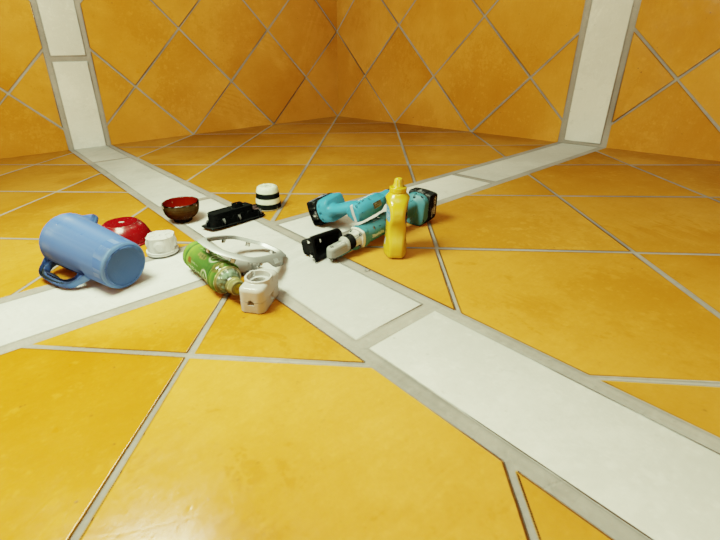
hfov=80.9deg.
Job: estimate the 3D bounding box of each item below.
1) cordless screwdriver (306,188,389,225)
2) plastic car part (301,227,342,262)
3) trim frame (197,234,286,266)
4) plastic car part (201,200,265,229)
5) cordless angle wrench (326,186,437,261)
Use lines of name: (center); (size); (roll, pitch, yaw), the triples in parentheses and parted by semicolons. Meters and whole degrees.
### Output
cordless screwdriver: (-0.029, -0.187, 1.195); (0.155, 0.072, 0.261); (-33, 24, -32)
plastic car part: (-0.105, -0.069, 1.077); (0.074, 0.065, 0.113); (1, 19, 37)
trim frame: (-0.269, -0.047, 0.983); (0.188, 0.027, 0.244); (17, 8, 10)
plastic car part: (-0.389, -0.171, 1.293); (0.070, 0.065, 0.197); (27, 40, 33)
cordless angle wrench: (0.061, -0.124, 1.140); (0.078, 0.095, 0.412); (24, 39, 36)
